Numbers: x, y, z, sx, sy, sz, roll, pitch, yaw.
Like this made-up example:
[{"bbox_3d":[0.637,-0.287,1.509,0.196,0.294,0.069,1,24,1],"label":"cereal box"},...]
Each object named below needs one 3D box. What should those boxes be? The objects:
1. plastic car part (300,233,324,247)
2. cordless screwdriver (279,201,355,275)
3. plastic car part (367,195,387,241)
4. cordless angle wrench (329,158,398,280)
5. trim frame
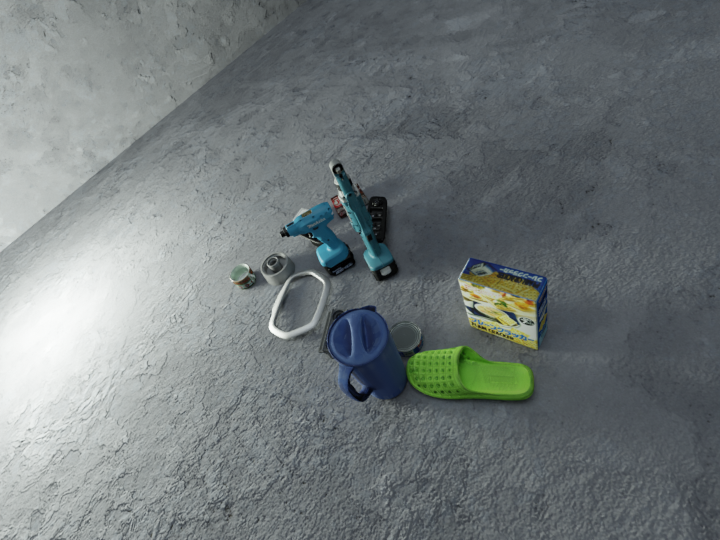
[{"bbox_3d":[-0.128,-0.100,1.375,0.123,0.067,0.065,29,69,39],"label":"plastic car part"},{"bbox_3d":[-0.121,-0.079,1.240,0.159,0.236,0.078,-27,47,2],"label":"cordless screwdriver"},{"bbox_3d":[0.054,-0.155,1.334,0.068,0.063,0.208,-9,51,19],"label":"plastic car part"},{"bbox_3d":[0.003,-0.128,1.105,0.074,0.401,0.103,-27,47,1],"label":"cordless angle wrench"},{"bbox_3d":[-0.184,0.096,1.274,0.191,0.026,0.252,-1,54,25],"label":"trim frame"}]
